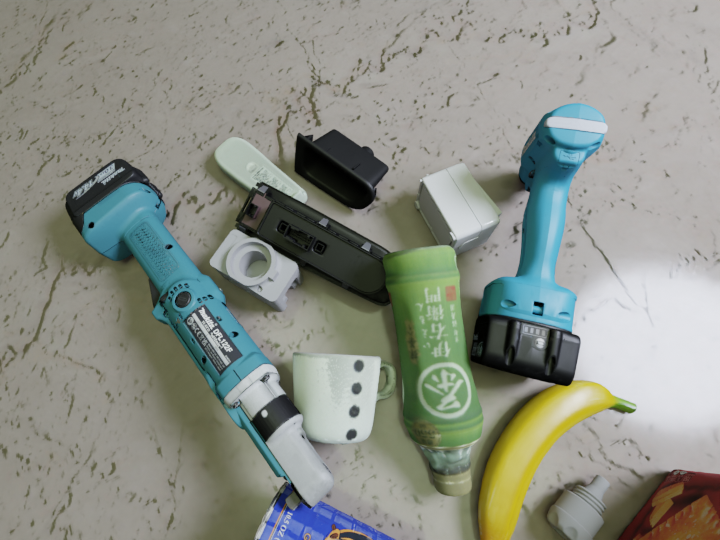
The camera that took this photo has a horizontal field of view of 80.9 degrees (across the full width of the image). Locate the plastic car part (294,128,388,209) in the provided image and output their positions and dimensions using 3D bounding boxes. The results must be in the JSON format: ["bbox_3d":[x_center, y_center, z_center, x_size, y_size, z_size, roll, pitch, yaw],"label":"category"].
[{"bbox_3d":[-0.017,-0.131,0.520,0.120,0.065,0.070,34,61,13],"label":"plastic car part"}]

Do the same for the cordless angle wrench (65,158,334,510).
[{"bbox_3d":[-0.170,0.039,0.430,0.097,0.071,0.443,-41,63,-11],"label":"cordless angle wrench"}]

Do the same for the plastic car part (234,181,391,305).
[{"bbox_3d":[-0.045,-0.030,0.464,0.205,0.066,0.066,29,88,4],"label":"plastic car part"}]

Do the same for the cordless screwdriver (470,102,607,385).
[{"bbox_3d":[0.172,-0.021,0.426,0.076,0.155,0.249,12,86,10],"label":"cordless screwdriver"}]
